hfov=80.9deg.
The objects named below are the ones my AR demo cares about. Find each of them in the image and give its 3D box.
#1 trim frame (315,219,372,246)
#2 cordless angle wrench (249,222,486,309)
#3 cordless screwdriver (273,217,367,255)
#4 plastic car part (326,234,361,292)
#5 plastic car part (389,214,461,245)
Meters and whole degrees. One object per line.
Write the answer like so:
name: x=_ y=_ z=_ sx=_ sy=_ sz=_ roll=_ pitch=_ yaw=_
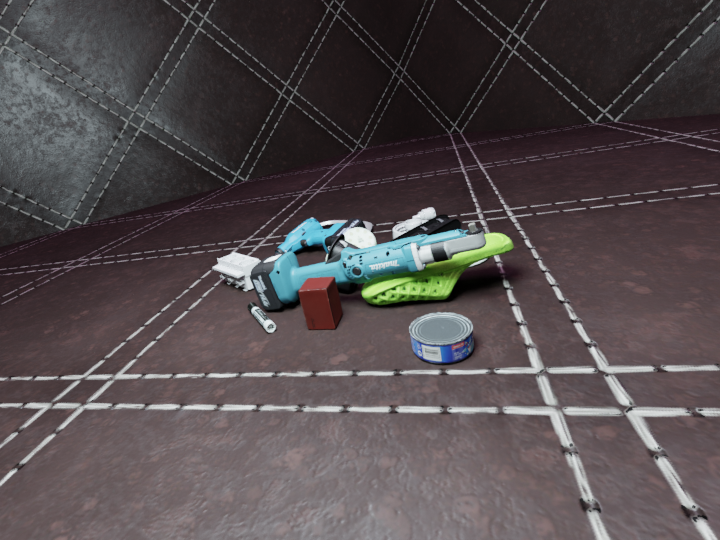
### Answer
trim frame: x=-0.080 y=-0.110 z=1.217 sx=0.262 sy=0.027 sz=0.179 roll=9 pitch=28 yaw=38
cordless angle wrench: x=-0.001 y=-0.010 z=0.742 sx=0.437 sy=0.096 sz=0.073 roll=-11 pitch=17 yaw=27
cordless screwdriver: x=-0.103 y=-0.068 z=1.056 sx=0.262 sy=0.071 sz=0.157 roll=10 pitch=44 yaw=48
plastic car part: x=-0.026 y=-0.004 z=0.828 sx=0.074 sy=0.114 sz=0.064 roll=26 pitch=33 yaw=21
plastic car part: x=0.151 y=-0.071 z=0.915 sx=0.198 sy=0.065 sz=0.070 roll=-30 pitch=11 yaw=-37
